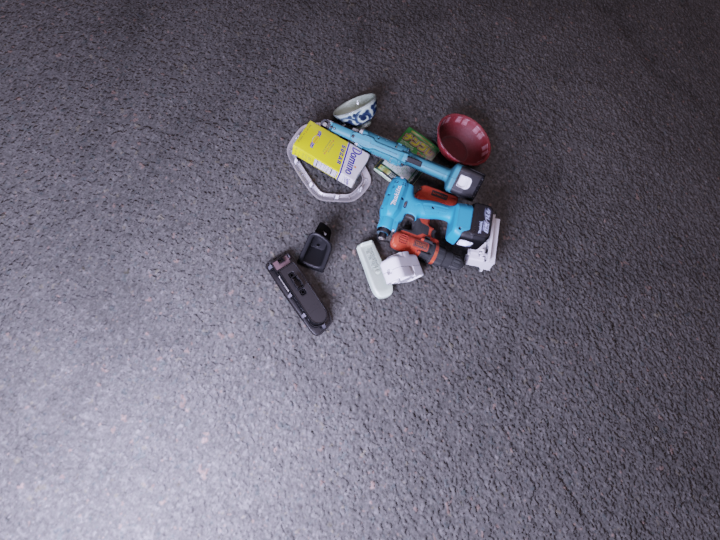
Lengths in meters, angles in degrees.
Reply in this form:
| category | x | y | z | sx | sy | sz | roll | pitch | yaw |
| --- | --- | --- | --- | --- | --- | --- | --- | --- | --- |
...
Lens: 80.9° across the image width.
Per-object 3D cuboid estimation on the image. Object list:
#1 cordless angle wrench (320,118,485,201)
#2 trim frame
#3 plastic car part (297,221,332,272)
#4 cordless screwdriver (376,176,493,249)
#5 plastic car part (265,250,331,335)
| category | x | y | z | sx | sy | sz | roll | pitch | yaw |
| --- | --- | --- | --- | --- | --- | --- | --- | --- | --- |
| cordless angle wrench | 0.095 | -0.292 | 1.066 | 0.426 | 0.098 | 0.074 | 24 | 106 | 4 |
| trim frame | -0.079 | -0.281 | 1.085 | 0.181 | 0.027 | 0.255 | -28 | 75 | -19 |
| plastic car part | -0.094 | -0.062 | 0.962 | 0.065 | 0.115 | 0.072 | 21 | 45 | -5 |
| cordless screwdriver | 0.166 | -0.111 | 0.979 | 0.252 | 0.073 | 0.160 | 19 | 71 | 6 |
| plastic car part | -0.130 | 0.046 | 0.938 | 0.065 | 0.067 | 0.206 | -30 | 80 | -24 |
